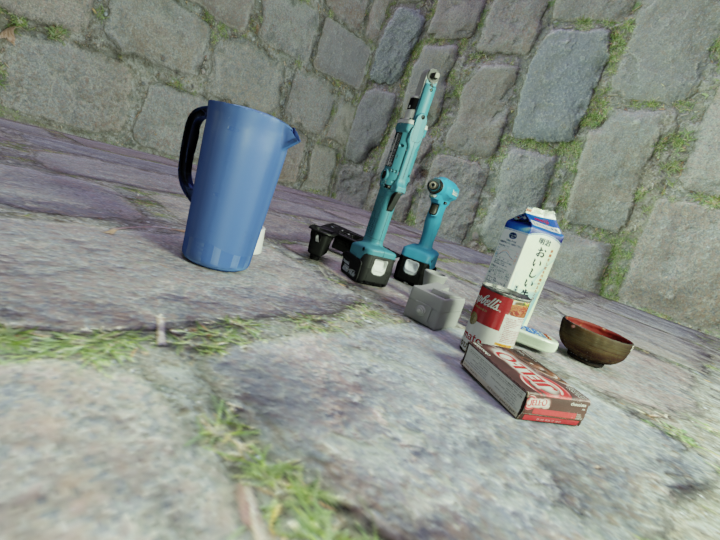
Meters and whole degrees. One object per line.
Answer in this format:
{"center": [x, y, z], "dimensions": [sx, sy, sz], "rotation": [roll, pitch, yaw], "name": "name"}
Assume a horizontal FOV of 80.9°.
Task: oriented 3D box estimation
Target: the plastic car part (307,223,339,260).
{"center": [-0.089, -0.058, 0.913], "dimensions": [0.066, 0.070, 0.117], "rotation": [18, 11, -1], "name": "plastic car part"}

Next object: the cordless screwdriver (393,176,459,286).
{"center": [0.146, -0.086, 0.937], "dimensions": [0.077, 0.247, 0.153], "rotation": [22, 11, 21], "name": "cordless screwdriver"}

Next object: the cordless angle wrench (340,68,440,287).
{"center": [0.068, -0.178, 0.825], "dimensions": [0.071, 0.420, 0.103], "rotation": [13, 11, -27], "name": "cordless angle wrench"}

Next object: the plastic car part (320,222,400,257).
{"center": [-0.005, -0.055, 1.030], "dimensions": [0.211, 0.067, 0.064], "rotation": [22, 11, 21], "name": "plastic car part"}
